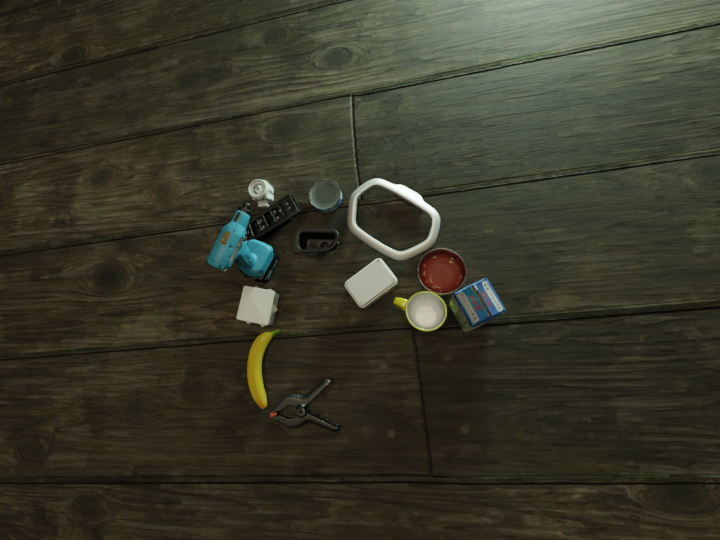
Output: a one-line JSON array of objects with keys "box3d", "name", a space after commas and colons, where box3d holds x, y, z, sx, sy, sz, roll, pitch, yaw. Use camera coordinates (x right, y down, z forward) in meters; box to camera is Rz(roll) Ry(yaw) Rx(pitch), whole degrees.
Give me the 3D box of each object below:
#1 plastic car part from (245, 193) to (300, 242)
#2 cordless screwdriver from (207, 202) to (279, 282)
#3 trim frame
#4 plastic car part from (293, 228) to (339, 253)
[{"box3d": [-0.253, -0.125, 1.141, 0.204, 0.065, 0.068, -30, 74, 5], "name": "plastic car part"}, {"box3d": [-0.272, -0.060, 1.036, 0.076, 0.241, 0.159, 23, 83, 13], "name": "cordless screwdriver"}, {"box3d": [0.081, -0.135, 1.083, 0.257, 0.026, 0.184, 33, 86, 19], "name": "trim frame"}, {"box3d": [-0.107, -0.070, 1.090, 0.119, 0.068, 0.067, 0, 78, 12], "name": "plastic car part"}]
